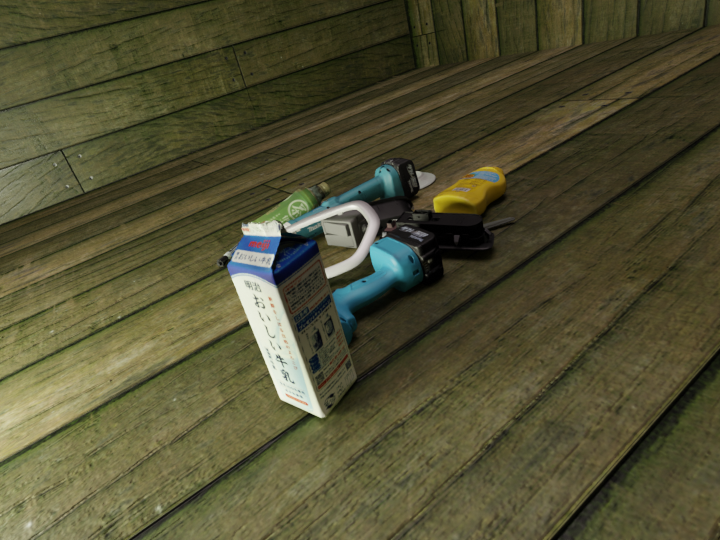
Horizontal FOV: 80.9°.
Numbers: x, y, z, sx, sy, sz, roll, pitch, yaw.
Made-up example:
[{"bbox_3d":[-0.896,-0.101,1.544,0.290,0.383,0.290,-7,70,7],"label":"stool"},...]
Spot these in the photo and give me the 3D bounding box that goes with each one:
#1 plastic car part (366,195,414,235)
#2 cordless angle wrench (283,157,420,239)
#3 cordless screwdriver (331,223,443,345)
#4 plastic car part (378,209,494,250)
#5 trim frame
[{"bbox_3d":[0.063,-0.107,0.873,0.116,0.063,0.074,-13,42,-1],"label":"plastic car part"},{"bbox_3d":[-0.060,-0.128,0.939,0.417,0.094,0.078,-30,27,-16],"label":"cordless angle wrench"},{"bbox_3d":[0.000,0.016,0.672,0.245,0.071,0.168,-35,33,-22],"label":"cordless screwdriver"},{"bbox_3d":[0.130,-0.074,0.740,0.213,0.065,0.065,11,33,33],"label":"plastic car part"},{"bbox_3d":[-0.079,-0.051,0.804,0.253,0.026,0.191,-21,49,18],"label":"trim frame"}]
